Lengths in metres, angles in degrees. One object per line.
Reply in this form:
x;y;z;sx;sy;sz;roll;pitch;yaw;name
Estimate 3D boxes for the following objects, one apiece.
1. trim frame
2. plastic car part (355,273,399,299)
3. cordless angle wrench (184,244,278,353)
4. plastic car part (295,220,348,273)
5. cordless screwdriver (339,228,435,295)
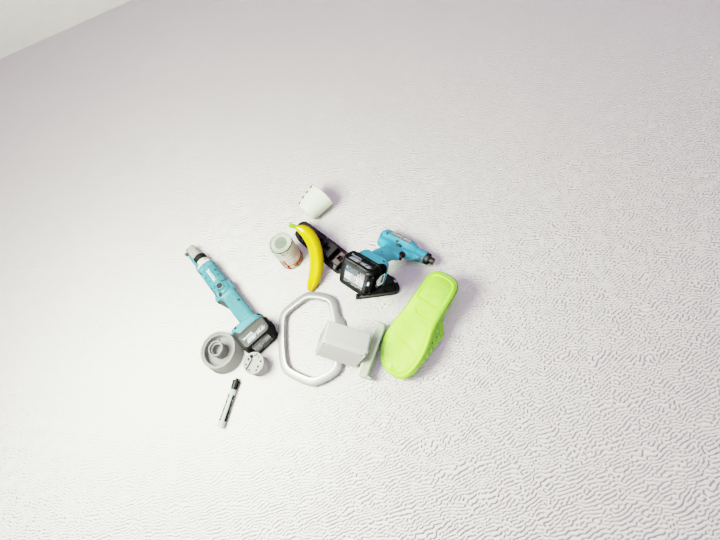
-0.125;0.171;1.092;0.187;0.026;0.256;-13;59;10;trim frame
0.038;0.030;1.092;0.119;0.068;0.067;-7;64;15;plastic car part
-0.390;0.057;1.203;0.097;0.071;0.445;-42;58;-9;cordless angle wrench
-0.117;-0.077;1.199;0.214;0.064;0.066;39;85;31;plastic car part
0.070;-0.019;1.049;0.166;0.073;0.243;27;37;24;cordless screwdriver
